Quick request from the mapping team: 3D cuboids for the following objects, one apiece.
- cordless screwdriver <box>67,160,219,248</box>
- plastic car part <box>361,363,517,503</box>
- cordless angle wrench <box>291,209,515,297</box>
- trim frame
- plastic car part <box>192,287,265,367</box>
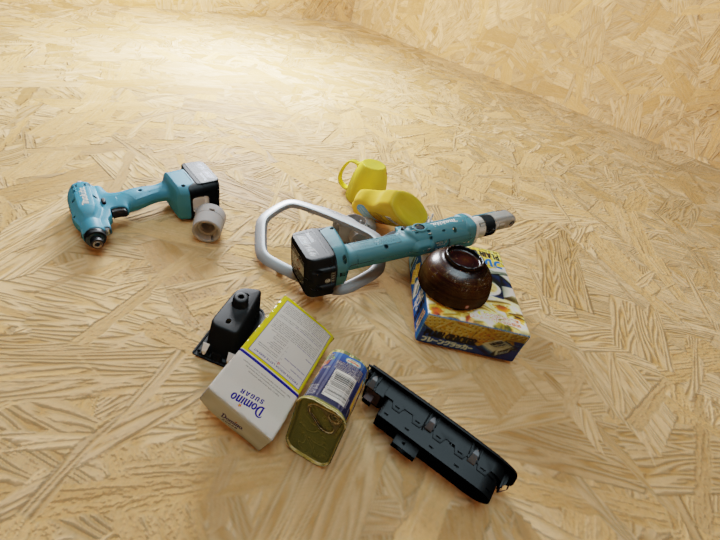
[{"bbox_3d":[-0.372,-0.116,0.750,0.241,0.073,0.168,-18,48,-29],"label":"cordless screwdriver"},{"bbox_3d":[0.082,0.196,0.498,0.210,0.065,0.066,28,49,18],"label":"plastic car part"},{"bbox_3d":[0.093,-0.052,0.718,0.412,0.072,0.103,-13,40,-19],"label":"cordless angle wrench"},{"bbox_3d":[-0.074,-0.048,0.756,0.255,0.027,0.185,21,55,13],"label":"trim frame"},{"bbox_3d":[-0.171,0.065,0.580,0.066,0.070,0.117,20,40,2],"label":"plastic car part"}]
